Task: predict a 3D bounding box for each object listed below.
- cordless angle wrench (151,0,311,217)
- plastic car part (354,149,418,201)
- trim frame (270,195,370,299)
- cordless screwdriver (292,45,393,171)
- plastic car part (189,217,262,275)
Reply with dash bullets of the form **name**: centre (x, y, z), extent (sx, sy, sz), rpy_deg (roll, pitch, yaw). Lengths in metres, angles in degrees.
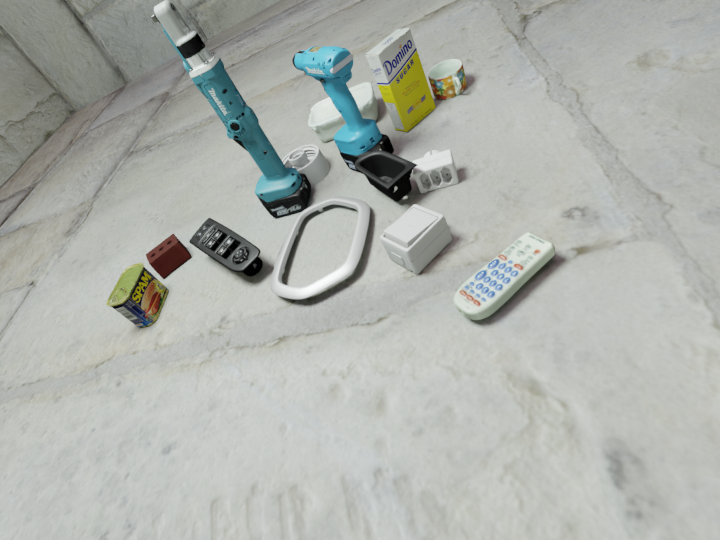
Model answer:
- **cordless angle wrench**: centre (-0.221, -0.272, 0.766), extent (0.101, 0.401, 0.076), rpy_deg (-12, 44, 21)
- **plastic car part**: centre (0.047, -0.162, 0.748), extent (0.065, 0.067, 0.123), rpy_deg (-40, 42, -9)
- **trim frame**: centre (-0.073, -0.048, 0.744), extent (0.190, 0.026, 0.253), rpy_deg (-10, 46, 24)
- **cordless screwdriver**: centre (-0.039, -0.311, 0.815), extent (0.074, 0.236, 0.169), rpy_deg (-42, 42, -13)
- **plastic car part**: centre (-0.255, -0.037, 0.819), extent (0.215, 0.063, 0.066), rpy_deg (24, 65, 44)
